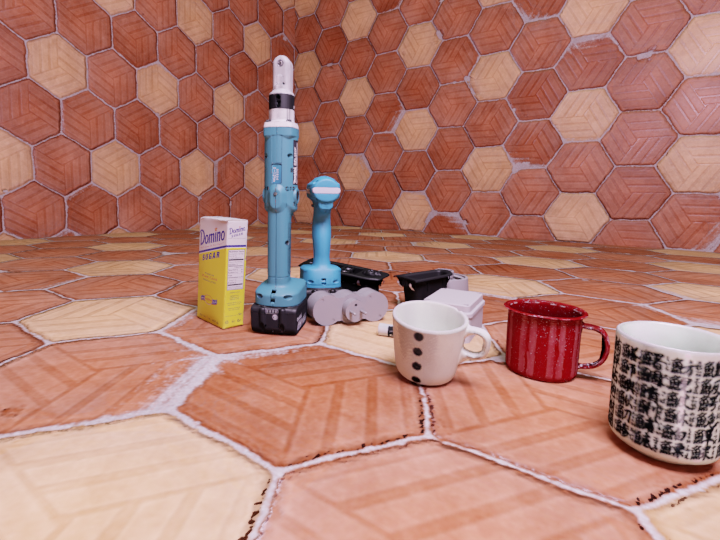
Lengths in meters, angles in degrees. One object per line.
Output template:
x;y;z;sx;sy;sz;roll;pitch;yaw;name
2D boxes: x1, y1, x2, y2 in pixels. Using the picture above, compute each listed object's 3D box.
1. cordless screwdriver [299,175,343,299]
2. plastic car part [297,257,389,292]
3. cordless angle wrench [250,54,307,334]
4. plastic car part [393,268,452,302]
-0.078;-0.051;0.800;0.073;0.247;0.163;0;8;-13;cordless screwdriver
-0.039;0.016;0.940;0.212;0.066;0.064;6;9;27;plastic car part
-0.124;-0.115;0.663;0.075;0.420;0.097;2;7;7;cordless angle wrench
0.130;0.038;0.823;0.112;0.070;0.069;-4;10;-30;plastic car part
